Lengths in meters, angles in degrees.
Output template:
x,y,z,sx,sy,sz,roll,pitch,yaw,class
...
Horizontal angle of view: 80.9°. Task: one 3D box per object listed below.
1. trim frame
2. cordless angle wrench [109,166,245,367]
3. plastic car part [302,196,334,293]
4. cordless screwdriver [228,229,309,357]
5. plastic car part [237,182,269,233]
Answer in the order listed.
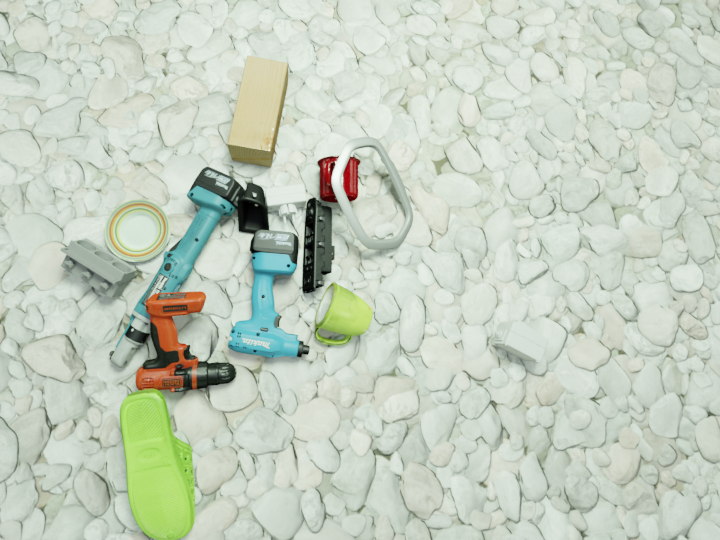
x,y,z,sx,sy,sz,roll,pitch,yaw,class
0.030,-0.157,0.881,0.181,0.029,0.242,-39,109,-28,trim frame
-0.369,-0.003,0.840,0.101,0.072,0.423,25,81,16,cordless angle wrench
-0.086,-0.056,0.882,0.065,0.067,0.205,0,78,-18,plastic car part
-0.164,0.048,0.849,0.158,0.074,0.250,10,82,-4,cordless screwdriver
-0.217,-0.134,0.868,0.065,0.114,0.073,5,56,-7,plastic car part
